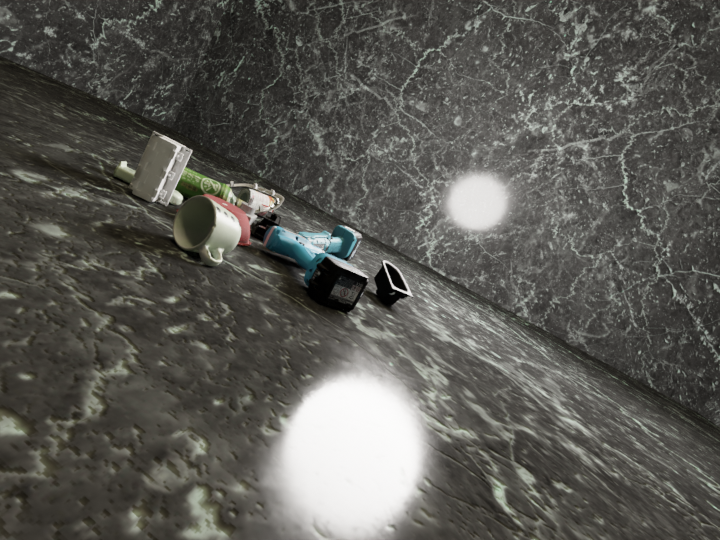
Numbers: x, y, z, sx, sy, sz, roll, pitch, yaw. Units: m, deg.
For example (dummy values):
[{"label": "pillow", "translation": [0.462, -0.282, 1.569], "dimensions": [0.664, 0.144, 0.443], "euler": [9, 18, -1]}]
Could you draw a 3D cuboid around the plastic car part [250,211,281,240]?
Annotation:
[{"label": "plastic car part", "translation": [-0.232, -0.116, 1.070], "dimensions": [0.065, 0.067, 0.207], "euler": [19, 7, -13]}]

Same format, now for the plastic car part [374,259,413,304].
[{"label": "plastic car part", "translation": [0.067, 0.038, 1.026], "dimensions": [0.063, 0.071, 0.122], "euler": [24, 25, -28]}]

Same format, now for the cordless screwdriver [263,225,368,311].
[{"label": "cordless screwdriver", "translation": [-0.078, -0.009, 0.837], "dimensions": [0.150, 0.074, 0.263], "euler": [22, 9, -41]}]

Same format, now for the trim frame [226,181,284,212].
[{"label": "trim frame", "translation": [-0.323, -0.204, 1.156], "dimensions": [0.262, 0.027, 0.179], "euler": [26, 37, 32]}]

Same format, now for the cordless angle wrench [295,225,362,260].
[{"label": "cordless angle wrench", "translation": [-0.109, -0.072, 1.118], "dimensions": [0.077, 0.097, 0.409], "euler": [30, 13, 16]}]
